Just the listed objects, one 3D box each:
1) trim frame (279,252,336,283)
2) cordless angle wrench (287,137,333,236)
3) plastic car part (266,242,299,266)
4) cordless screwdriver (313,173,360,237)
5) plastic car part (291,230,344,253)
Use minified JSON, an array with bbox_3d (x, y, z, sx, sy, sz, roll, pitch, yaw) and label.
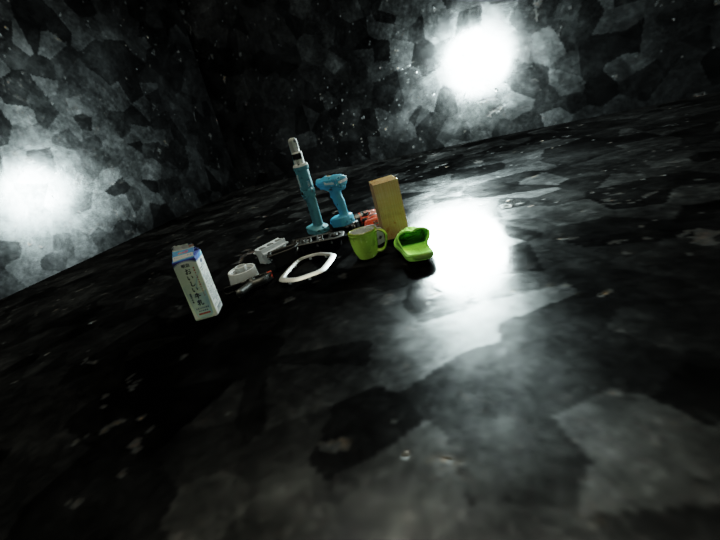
[{"bbox_3d":[-0.179,-0.011,1.429,0.189,0.027,0.249,-9,23,17],"label":"trim frame"},{"bbox_3d":[-0.203,-0.303,1.631,0.072,0.412,0.103,-26,20,-30],"label":"cordless angle wrench"},{"bbox_3d":[-0.273,-0.048,1.529,0.117,0.069,0.068,-16,19,0],"label":"plastic car part"},{"bbox_3d":[-0.100,-0.255,1.671,0.167,0.242,0.072,3,25,44],"label":"cordless screwdriver"},{"bbox_3d":[-0.154,-0.101,1.577,0.204,0.065,0.068,-15,20,3],"label":"plastic car part"}]
